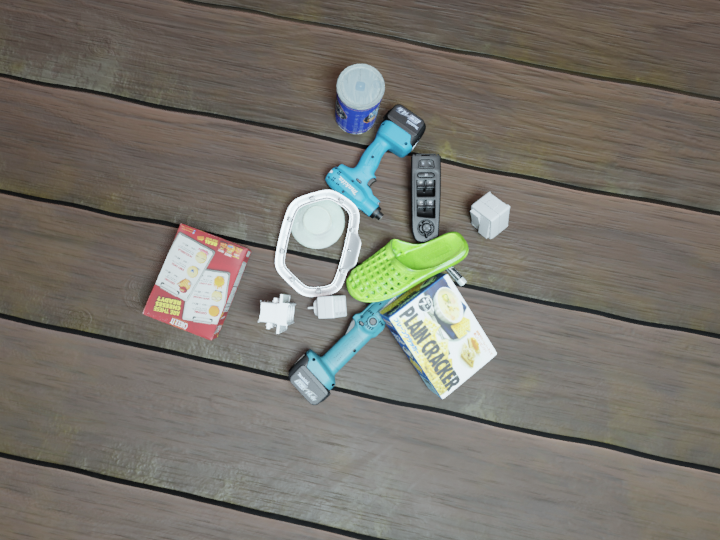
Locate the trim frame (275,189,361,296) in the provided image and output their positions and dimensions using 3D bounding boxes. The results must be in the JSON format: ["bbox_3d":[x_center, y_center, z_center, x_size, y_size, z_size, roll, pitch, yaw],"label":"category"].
[{"bbox_3d":[-0.094,-0.061,0.961,0.184,0.027,0.248,15,90,-1],"label":"trim frame"}]

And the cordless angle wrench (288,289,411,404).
[{"bbox_3d":[0.021,0.112,0.935,0.421,0.074,0.099,-44,87,-7],"label":"cordless angle wrench"}]

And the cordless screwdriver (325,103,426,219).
[{"bbox_3d":[0.055,-0.248,0.980,0.161,0.074,0.248,42,88,4],"label":"cordless screwdriver"}]

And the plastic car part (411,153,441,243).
[{"bbox_3d":[0.143,-0.160,0.968,0.065,0.068,0.203,0,87,-10],"label":"plastic car part"}]
